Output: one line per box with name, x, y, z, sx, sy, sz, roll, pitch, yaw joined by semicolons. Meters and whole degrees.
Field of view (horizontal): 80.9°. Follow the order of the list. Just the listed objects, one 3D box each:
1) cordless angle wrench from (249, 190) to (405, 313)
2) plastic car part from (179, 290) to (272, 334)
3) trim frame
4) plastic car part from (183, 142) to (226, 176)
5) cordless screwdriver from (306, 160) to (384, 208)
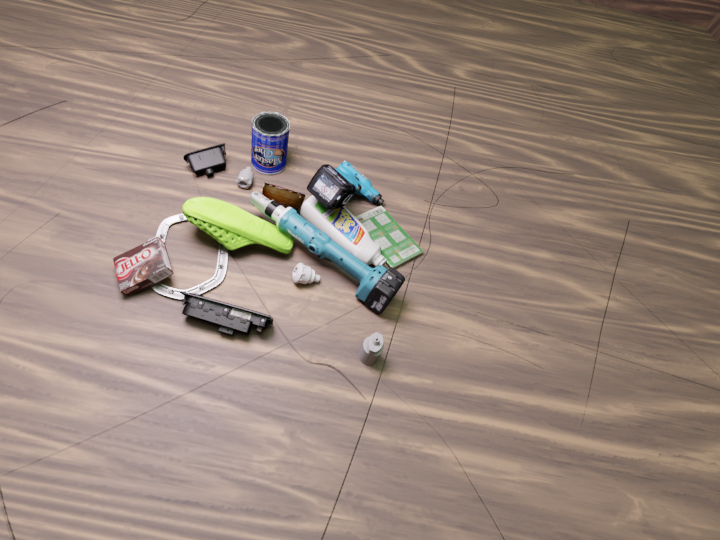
cordless angle wrench;-0.097;-0.064;0.996;0.433;0.097;0.073;36;52;12
plastic car part;-0.289;0.095;0.891;0.204;0.066;0.067;20;80;2
trim frame;-0.405;-0.043;0.991;0.181;0.027;0.257;-1;56;-9
plastic car part;-0.415;-0.293;1.156;0.114;0.066;0.072;-24;77;-22
cordless screwdriver;-0.028;-0.211;1.092;0.161;0.074;0.245;40;24;4
